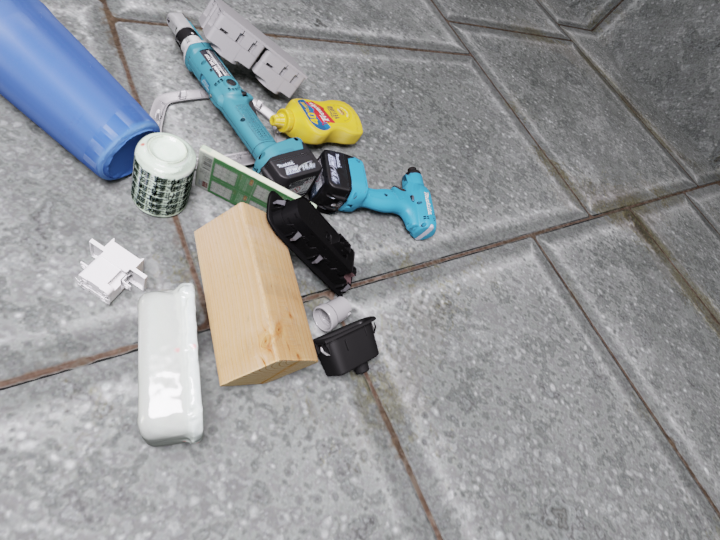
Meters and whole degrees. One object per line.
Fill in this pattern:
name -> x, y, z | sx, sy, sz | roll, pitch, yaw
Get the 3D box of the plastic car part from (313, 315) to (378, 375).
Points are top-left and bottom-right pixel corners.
plastic car part -> -0.014, 0.113, 0.600 | 0.112, 0.068, 0.071 | -14, 85, -37

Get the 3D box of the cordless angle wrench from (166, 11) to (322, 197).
cordless angle wrench -> -0.222, -0.296, 0.716 | 0.095, 0.074, 0.435 | -24, 71, -38

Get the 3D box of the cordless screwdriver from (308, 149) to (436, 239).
cordless screwdriver -> 0.027, -0.156, 0.779 | 0.239, 0.075, 0.164 | 13, 55, -25

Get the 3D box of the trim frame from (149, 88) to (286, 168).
trim frame -> -0.241, -0.249, 0.731 | 0.240, 0.028, 0.189 | -20, 72, -37

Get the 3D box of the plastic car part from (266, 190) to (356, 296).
plastic car part -> -0.059, -0.039, 0.607 | 0.192, 0.070, 0.067 | 44, 48, -37
